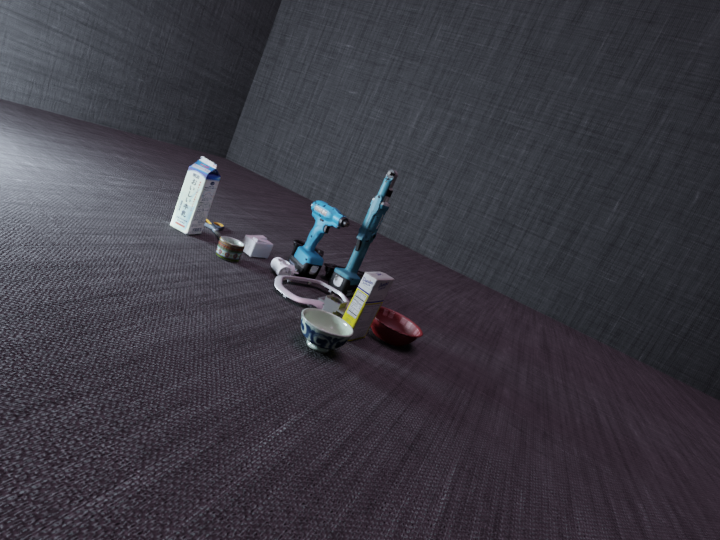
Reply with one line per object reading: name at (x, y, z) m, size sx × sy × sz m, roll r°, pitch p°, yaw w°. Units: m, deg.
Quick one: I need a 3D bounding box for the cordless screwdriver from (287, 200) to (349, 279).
cordless screwdriver at (-0.131, -0.086, 1.338) m, size 0.070 × 0.248 × 0.169 m, roll 11°, pitch 17°, yaw -47°

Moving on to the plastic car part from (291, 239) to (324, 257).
plastic car part at (-0.196, -0.058, 1.512) m, size 0.116 × 0.070 × 0.067 m, roll 22°, pitch 12°, yaw -4°

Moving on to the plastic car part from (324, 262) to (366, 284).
plastic car part at (-0.042, 0.019, 1.476) m, size 0.196 × 0.067 × 0.069 m, roll 18°, pitch 13°, yaw -20°

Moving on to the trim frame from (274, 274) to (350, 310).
trim frame at (-0.138, 0.065, 1.215) m, size 0.235 × 0.027 × 0.195 m, roll 12°, pitch 17°, yaw -41°

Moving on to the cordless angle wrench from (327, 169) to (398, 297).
cordless angle wrench at (0.020, -0.117, 1.333) m, size 0.078 × 0.421 × 0.093 m, roll 31°, pitch 13°, yaw 29°
